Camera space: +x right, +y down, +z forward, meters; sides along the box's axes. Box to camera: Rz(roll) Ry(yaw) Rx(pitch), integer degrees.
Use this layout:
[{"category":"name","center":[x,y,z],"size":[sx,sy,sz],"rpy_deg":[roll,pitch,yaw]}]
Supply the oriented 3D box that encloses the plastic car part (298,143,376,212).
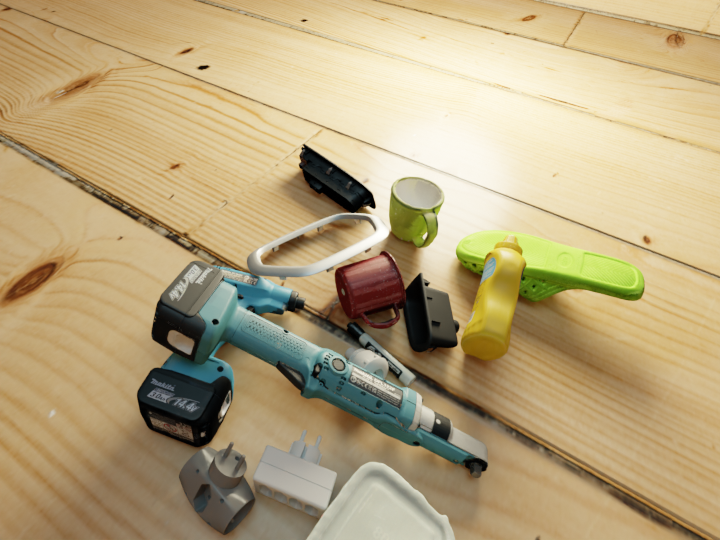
[{"category":"plastic car part","center":[-0.057,-0.177,0.842],"size":[0.212,0.064,0.066],"rpy_deg":[35,62,25]}]

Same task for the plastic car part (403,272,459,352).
[{"category":"plastic car part","center":[0.110,0.072,0.627],"size":[0.069,0.065,0.121],"rpy_deg":[9,48,-18]}]

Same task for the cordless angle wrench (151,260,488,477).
[{"category":"cordless angle wrench","center":[-0.038,0.127,0.505],"size":[0.423,0.074,0.098],"rpy_deg":[27,39,0]}]

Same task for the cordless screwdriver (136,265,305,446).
[{"category":"cordless screwdriver","center":[-0.175,0.100,0.569],"size":[0.160,0.072,0.253],"rpy_deg":[11,43,2]}]

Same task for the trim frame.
[{"category":"trim frame","center":[-0.068,-0.044,0.692],"size":[0.243,0.026,0.195],"rpy_deg":[-30,33,-29]}]
